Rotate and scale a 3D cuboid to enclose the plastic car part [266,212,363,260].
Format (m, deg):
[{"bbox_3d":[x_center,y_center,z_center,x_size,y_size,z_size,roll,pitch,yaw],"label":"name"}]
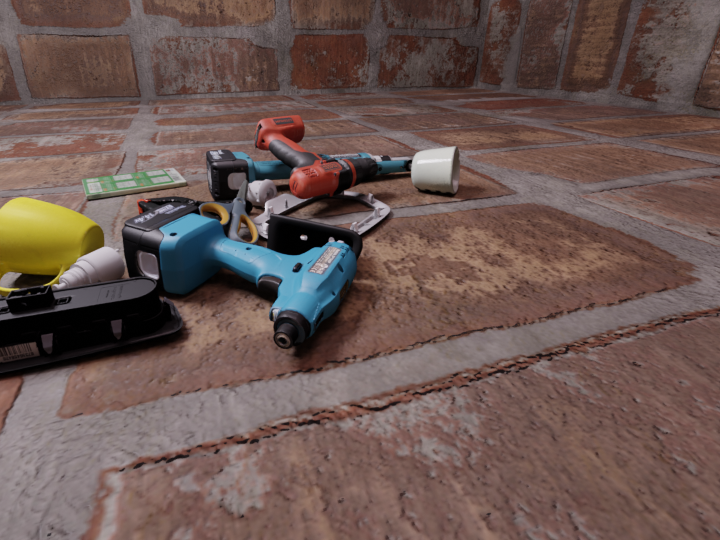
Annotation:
[{"bbox_3d":[-0.052,-0.034,0.530,0.119,0.065,0.070,9,13,10],"label":"plastic car part"}]

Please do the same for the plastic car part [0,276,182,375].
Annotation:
[{"bbox_3d":[-0.267,0.043,0.379,0.198,0.066,0.069,-6,20,-18],"label":"plastic car part"}]

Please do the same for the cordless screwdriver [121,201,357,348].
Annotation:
[{"bbox_3d":[-0.139,0.001,0.444,0.256,0.072,0.158,12,29,15],"label":"cordless screwdriver"}]

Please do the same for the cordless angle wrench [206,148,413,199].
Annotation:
[{"bbox_3d":[-0.082,-0.200,0.831,0.411,0.072,0.103,-8,29,-20],"label":"cordless angle wrench"}]

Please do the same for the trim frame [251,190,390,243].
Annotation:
[{"bbox_3d":[-0.062,-0.093,0.669,0.193,0.027,0.244,14,33,27],"label":"trim frame"}]
